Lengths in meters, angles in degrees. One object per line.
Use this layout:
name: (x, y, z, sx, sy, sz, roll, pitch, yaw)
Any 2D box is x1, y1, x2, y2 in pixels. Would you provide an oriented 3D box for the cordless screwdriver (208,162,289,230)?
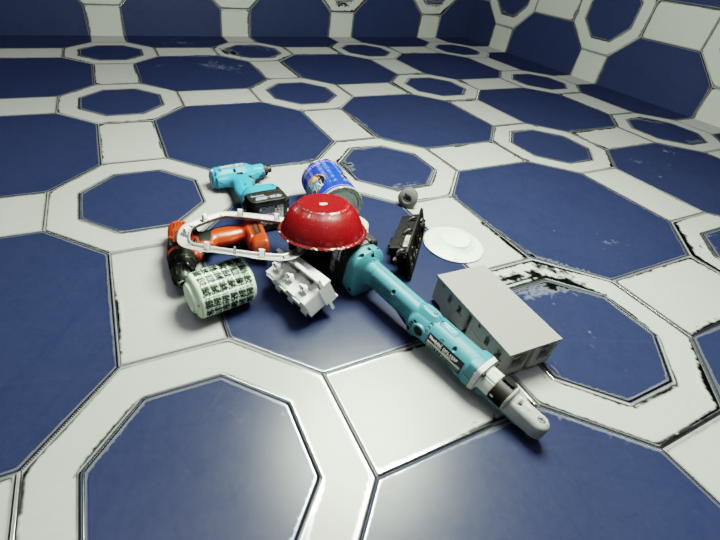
cordless screwdriver: (-0.239, -0.189, 0.988, 0.154, 0.072, 0.263, -18, 41, -29)

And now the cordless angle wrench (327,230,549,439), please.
cordless angle wrench: (0.107, 0.088, 0.678, 0.072, 0.096, 0.446, -20, 48, -36)

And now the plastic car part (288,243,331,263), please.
plastic car part: (-0.082, -0.054, 0.842, 0.117, 0.065, 0.072, -6, 17, 0)

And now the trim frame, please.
trim frame: (-0.207, -0.067, 0.767, 0.251, 0.027, 0.187, 8, 32, 4)

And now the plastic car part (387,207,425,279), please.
plastic car part: (0.099, -0.063, 0.892, 0.070, 0.064, 0.203, -4, 33, 27)
